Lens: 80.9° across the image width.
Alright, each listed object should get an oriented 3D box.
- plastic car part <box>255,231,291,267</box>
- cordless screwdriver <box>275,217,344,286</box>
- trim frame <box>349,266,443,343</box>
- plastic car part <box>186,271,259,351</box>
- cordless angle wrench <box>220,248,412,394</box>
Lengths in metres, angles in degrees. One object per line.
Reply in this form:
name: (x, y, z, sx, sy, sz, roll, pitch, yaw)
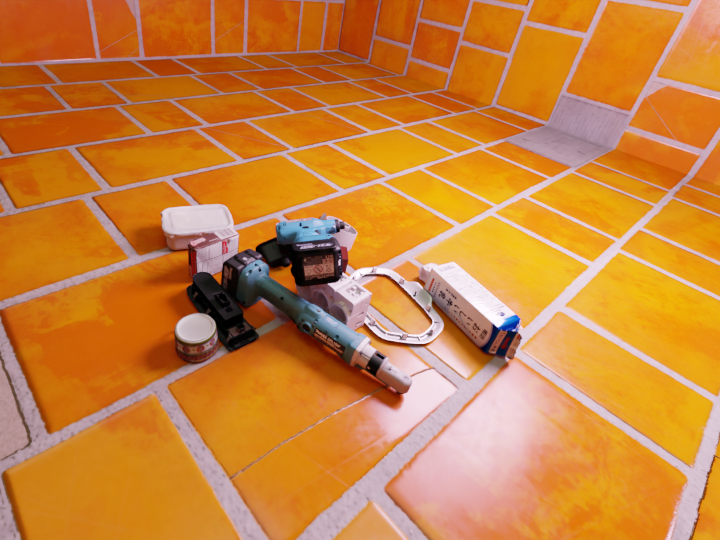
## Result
plastic car part: (-0.181, -0.042, 0.997, 0.115, 0.064, 0.074, -26, 61, -16)
cordless screwdriver: (-0.086, -0.056, 0.878, 0.157, 0.072, 0.259, -9, 24, -12)
trim frame: (0.069, 0.068, 0.932, 0.178, 0.027, 0.263, -13, 40, -29)
plastic car part: (-0.283, 0.067, 0.834, 0.065, 0.065, 0.214, -28, 47, -32)
cordless angle wrench: (-0.090, 0.098, 0.810, 0.440, 0.096, 0.073, 30, 37, 21)
